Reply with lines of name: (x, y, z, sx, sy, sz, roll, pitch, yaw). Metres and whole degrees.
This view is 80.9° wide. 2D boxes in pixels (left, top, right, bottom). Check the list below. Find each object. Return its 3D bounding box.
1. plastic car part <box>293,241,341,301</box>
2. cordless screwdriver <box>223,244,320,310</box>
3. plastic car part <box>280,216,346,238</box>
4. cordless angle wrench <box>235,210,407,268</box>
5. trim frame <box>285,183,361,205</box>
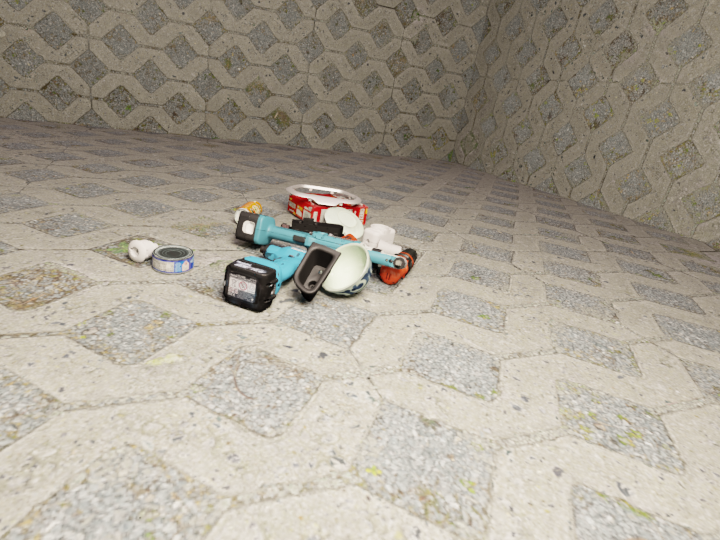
plastic car part: (-0.093, 0.012, 0.850, 0.068, 0.069, 0.117, 21, 58, 12)
cordless screwdriver: (-0.194, -0.004, 0.879, 0.165, 0.073, 0.243, 16, 19, 18)
plastic car part: (-0.132, -0.112, 1.184, 0.201, 0.066, 0.067, 9, 14, -5)
cordless angle wrench: (-0.098, -0.064, 0.997, 0.439, 0.074, 0.094, 14, 4, 22)
trim frame: (-0.118, -0.242, 1.357, 0.244, 0.027, 0.190, 8, 20, -11)
